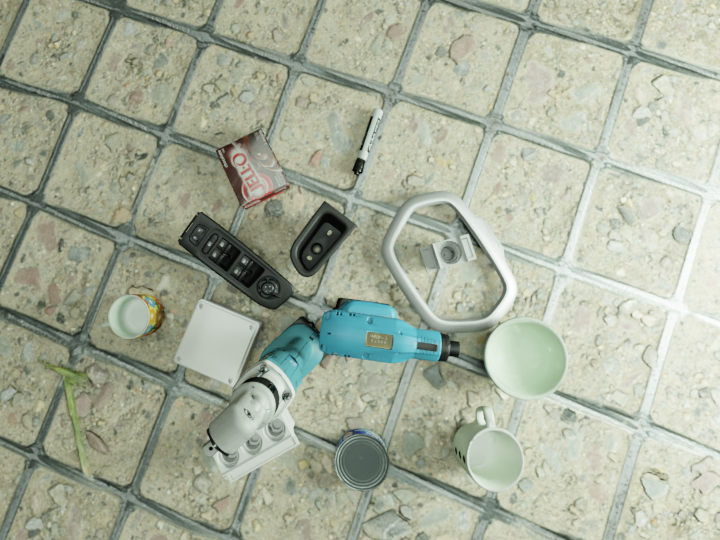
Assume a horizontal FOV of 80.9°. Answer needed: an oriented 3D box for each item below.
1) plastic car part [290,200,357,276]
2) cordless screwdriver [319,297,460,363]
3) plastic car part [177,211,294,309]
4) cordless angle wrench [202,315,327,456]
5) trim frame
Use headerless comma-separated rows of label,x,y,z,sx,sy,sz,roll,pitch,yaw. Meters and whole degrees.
plastic car part,-0.068,-0.044,0.693,0.067,0.070,0.116,38,87,3
cordless screwdriver,0.029,0.084,0.584,0.160,0.247,0.074,7,87,0
plastic car part,-0.200,-0.010,0.700,0.206,0.066,0.066,37,87,6
cordless angle wrench,-0.096,0.121,0.502,0.098,0.420,0.075,-42,89,-3
trim frame,0.146,-0.013,0.697,0.184,0.027,0.252,-33,83,0
